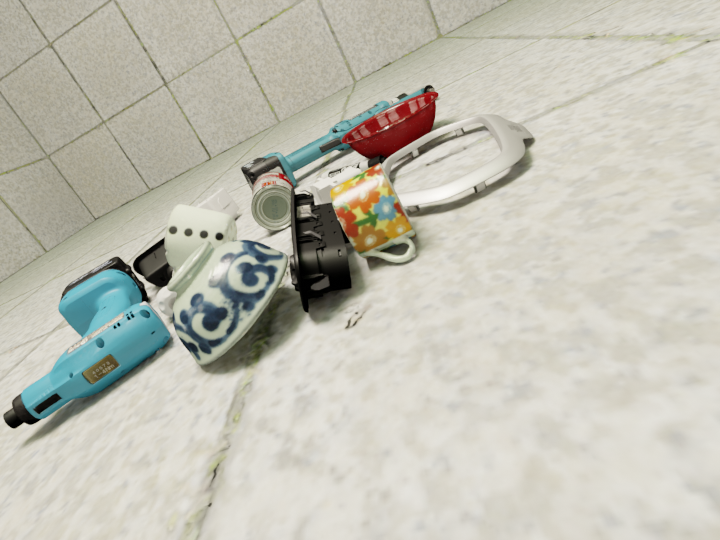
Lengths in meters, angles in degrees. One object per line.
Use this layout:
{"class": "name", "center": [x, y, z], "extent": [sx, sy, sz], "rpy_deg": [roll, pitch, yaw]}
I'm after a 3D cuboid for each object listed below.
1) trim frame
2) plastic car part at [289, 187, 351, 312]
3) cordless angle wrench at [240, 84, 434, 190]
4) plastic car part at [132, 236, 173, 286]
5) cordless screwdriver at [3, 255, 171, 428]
{"class": "trim frame", "center": [0.098, -0.130, 0.494], "extent": [0.188, 0.026, 0.251], "rpy_deg": [-21, 25, 19]}
{"class": "plastic car part", "center": [-0.040, -0.026, 0.413], "extent": [0.067, 0.065, 0.208], "rpy_deg": [-2, 25, -3]}
{"class": "cordless angle wrench", "center": [-0.032, -0.268, 0.841], "extent": [0.419, 0.072, 0.102], "rpy_deg": [-31, 24, -10]}
{"class": "plastic car part", "center": [-0.278, -0.014, 0.637], "extent": [0.115, 0.063, 0.075], "rpy_deg": [-38, 39, -13]}
{"class": "cordless screwdriver", "center": [-0.323, 0.071, 0.504], "extent": [0.157, 0.071, 0.262], "rpy_deg": [-38, 30, -18]}
